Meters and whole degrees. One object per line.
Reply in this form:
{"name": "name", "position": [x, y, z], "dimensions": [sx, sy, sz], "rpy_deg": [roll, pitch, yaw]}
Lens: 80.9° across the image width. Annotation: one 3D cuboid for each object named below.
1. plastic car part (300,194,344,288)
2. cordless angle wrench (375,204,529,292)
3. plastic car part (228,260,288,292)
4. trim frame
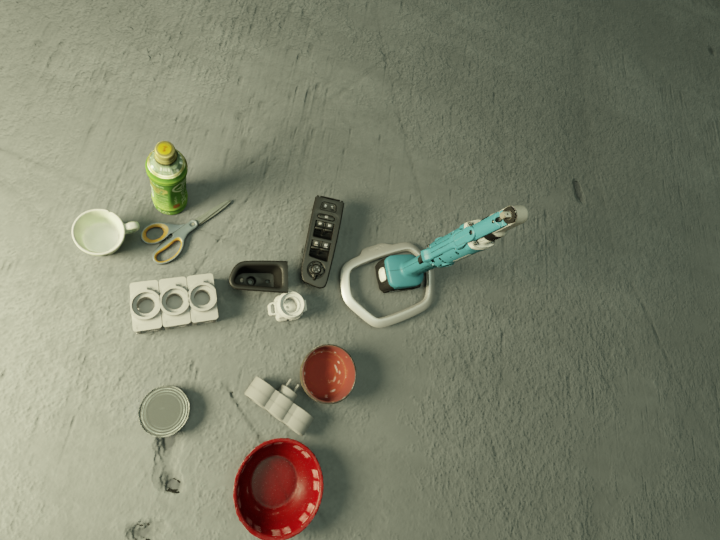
{"name": "plastic car part", "position": [-0.090, -0.059, 0.922], "dimensions": [0.065, 0.068, 0.206], "rpy_deg": [14, 69, -16]}
{"name": "cordless angle wrench", "position": [0.155, -0.035, 0.794], "dimensions": [0.095, 0.428, 0.075], "rpy_deg": [-5, 78, -23]}
{"name": "plastic car part", "position": [-0.210, 0.017, 0.858], "dimensions": [0.113, 0.072, 0.067], "rpy_deg": [2, 74, -18]}
{"name": "trim frame", "position": [0.066, 0.025, 0.965], "dimensions": [0.242, 0.028, 0.187], "rpy_deg": [-20, 80, -22]}
